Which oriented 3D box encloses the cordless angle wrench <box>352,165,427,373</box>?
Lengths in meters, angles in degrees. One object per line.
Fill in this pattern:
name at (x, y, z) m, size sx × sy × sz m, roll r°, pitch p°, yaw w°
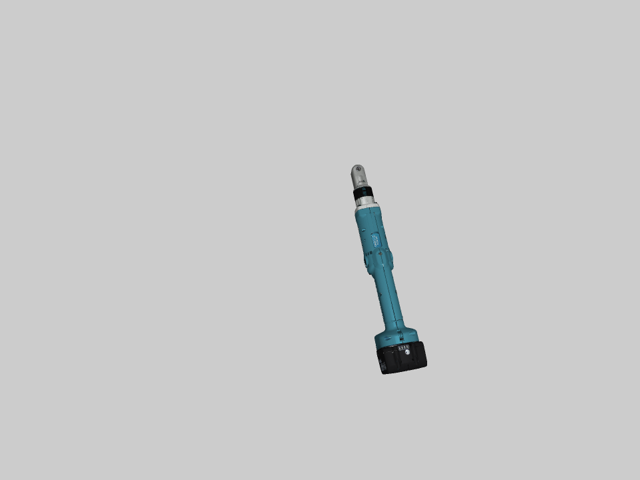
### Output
cordless angle wrench at (0.114, 0.041, 0.834) m, size 0.074 × 0.422 × 0.098 m, roll -10°, pitch -18°, yaw -4°
